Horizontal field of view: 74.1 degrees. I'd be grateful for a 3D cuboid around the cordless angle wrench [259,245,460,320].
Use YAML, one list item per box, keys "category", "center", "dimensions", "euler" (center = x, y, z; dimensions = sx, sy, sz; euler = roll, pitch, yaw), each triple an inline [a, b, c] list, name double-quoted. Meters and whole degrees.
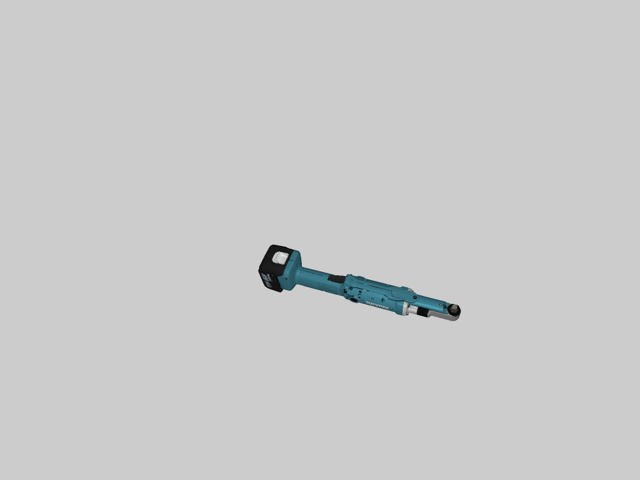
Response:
- category: "cordless angle wrench"
  center: [0.077, 0.103, 0.896]
  dimensions: [0.423, 0.074, 0.098]
  euler: [13, -34, 17]
